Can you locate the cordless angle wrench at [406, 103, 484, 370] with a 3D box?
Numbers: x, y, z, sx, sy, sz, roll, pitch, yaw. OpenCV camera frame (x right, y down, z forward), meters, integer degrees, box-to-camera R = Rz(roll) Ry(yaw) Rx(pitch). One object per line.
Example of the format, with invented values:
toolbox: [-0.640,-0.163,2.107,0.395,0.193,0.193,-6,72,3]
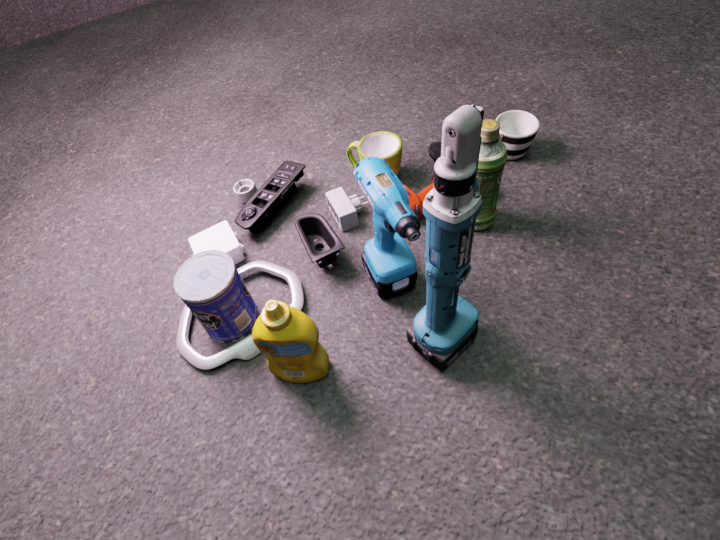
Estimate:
cordless angle wrench: [0.109,-0.011,0.524,0.097,0.406,0.078,-38,56,-20]

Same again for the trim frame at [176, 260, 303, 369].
trim frame: [-0.221,0.076,0.772,0.246,0.026,0.194,-32,52,-13]

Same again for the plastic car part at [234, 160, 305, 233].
plastic car part: [-0.196,-0.155,0.927,0.069,0.064,0.202,23,60,26]

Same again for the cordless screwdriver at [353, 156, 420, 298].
cordless screwdriver: [0.050,-0.042,0.670,0.074,0.238,0.167,-20,51,-8]

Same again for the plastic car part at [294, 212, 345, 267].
plastic car part: [-0.080,-0.052,0.816,0.065,0.068,0.123,-25,51,-10]
